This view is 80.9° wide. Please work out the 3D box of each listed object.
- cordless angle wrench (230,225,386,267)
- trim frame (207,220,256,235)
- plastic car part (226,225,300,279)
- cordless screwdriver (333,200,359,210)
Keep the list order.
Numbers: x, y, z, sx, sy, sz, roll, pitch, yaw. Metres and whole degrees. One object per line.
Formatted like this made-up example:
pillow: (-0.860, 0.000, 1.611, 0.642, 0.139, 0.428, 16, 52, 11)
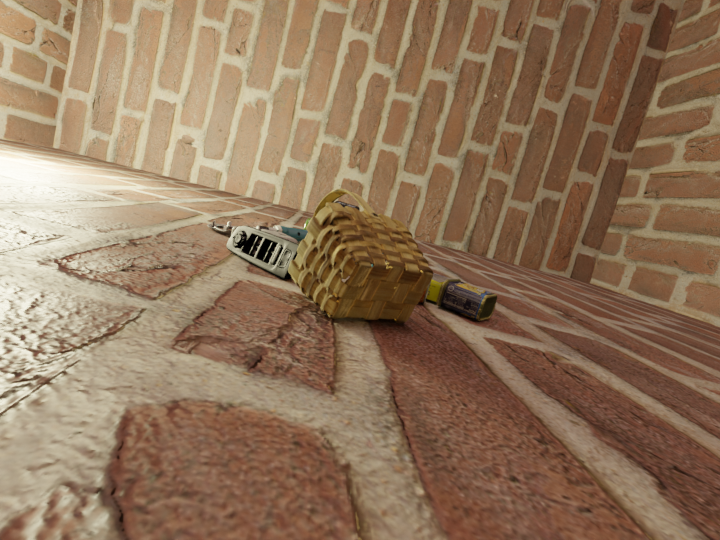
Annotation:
cordless angle wrench: (-0.100, -0.065, 1.021, 0.408, 0.097, 0.078, 7, 13, -22)
trim frame: (-0.279, -0.094, 1.104, 0.256, 0.027, 0.180, 18, 10, 14)
plastic car part: (-0.178, -0.038, 0.805, 0.214, 0.066, 0.063, 21, 0, 37)
cordless screwdriver: (-0.095, -0.126, 1.236, 0.162, 0.073, 0.250, 14, 32, 6)
